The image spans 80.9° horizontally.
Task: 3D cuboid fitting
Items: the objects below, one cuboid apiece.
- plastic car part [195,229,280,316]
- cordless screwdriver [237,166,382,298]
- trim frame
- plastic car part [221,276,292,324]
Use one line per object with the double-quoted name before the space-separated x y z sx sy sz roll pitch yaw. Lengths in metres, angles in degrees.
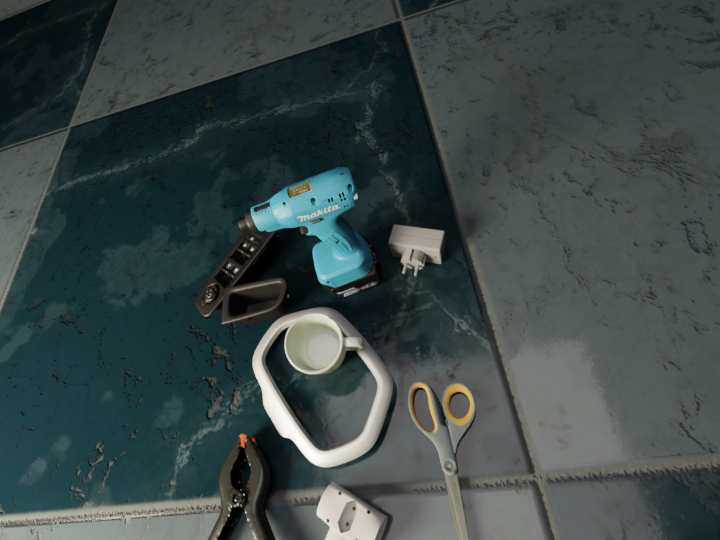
"plastic car part" -0.216 -0.002 0.757 0.070 0.064 0.202 29 73 29
"cordless screwdriver" -0.061 -0.040 0.622 0.160 0.237 0.077 -18 58 6
"trim frame" -0.064 0.162 0.633 0.183 0.026 0.262 -41 57 -7
"plastic car part" -0.163 0.058 0.702 0.118 0.067 0.068 -13 58 11
